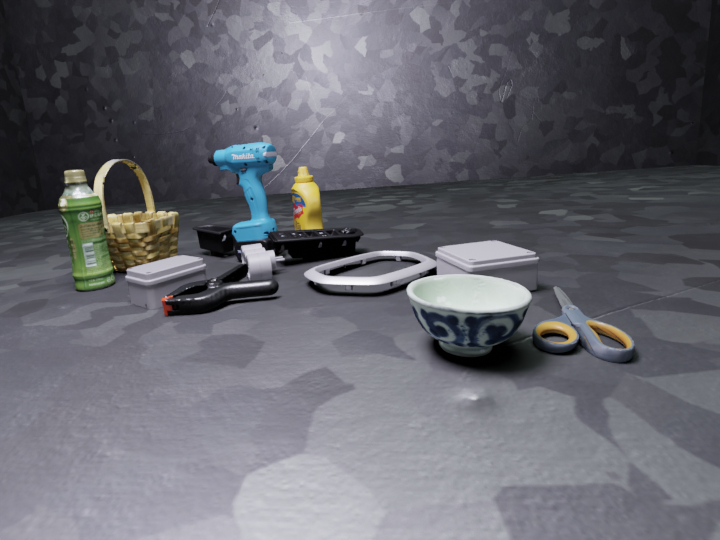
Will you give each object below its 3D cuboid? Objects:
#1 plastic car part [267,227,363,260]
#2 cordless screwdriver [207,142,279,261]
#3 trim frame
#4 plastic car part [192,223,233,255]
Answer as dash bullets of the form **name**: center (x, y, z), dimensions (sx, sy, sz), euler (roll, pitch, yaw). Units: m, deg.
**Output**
- **plastic car part**: center (-0.086, -0.056, 0.882), dimensions (0.198, 0.066, 0.069), euler (-10, 15, -19)
- **cordless screwdriver**: center (-0.250, -0.146, 0.916), dimensions (0.165, 0.245, 0.073), euler (2, 13, 23)
- **trim frame**: center (0.020, -0.004, 0.735), dimensions (0.239, 0.027, 0.194), euler (-19, 21, -42)
- **plastic car part**: center (-0.340, -0.070, 0.997), dimensions (0.122, 0.070, 0.064), euler (6, 17, 35)
